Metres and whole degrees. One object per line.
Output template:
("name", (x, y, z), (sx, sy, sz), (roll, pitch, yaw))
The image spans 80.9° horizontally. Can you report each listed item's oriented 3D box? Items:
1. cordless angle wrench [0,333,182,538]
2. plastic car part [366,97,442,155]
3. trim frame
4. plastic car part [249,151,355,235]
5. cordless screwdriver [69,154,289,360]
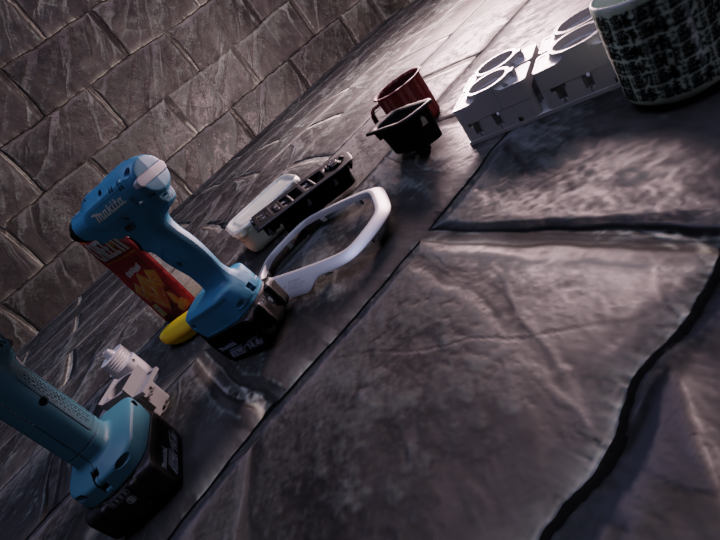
("cordless angle wrench", (-0.324, 0.067, 0.346), (0.074, 0.407, 0.102), (-42, 23, -7))
("plastic car part", (0.073, -0.202, 0.621), (0.066, 0.068, 0.122), (-45, 26, -11))
("trim frame", (-0.057, -0.037, 0.584), (0.258, 0.026, 0.185), (-16, 35, 39))
("plastic car part", (-0.085, -0.120, 0.705), (0.203, 0.064, 0.069), (-41, 25, -2))
("cordless screwdriver", (-0.210, 0.000, 0.488), (0.163, 0.239, 0.075), (-24, 27, 31))
